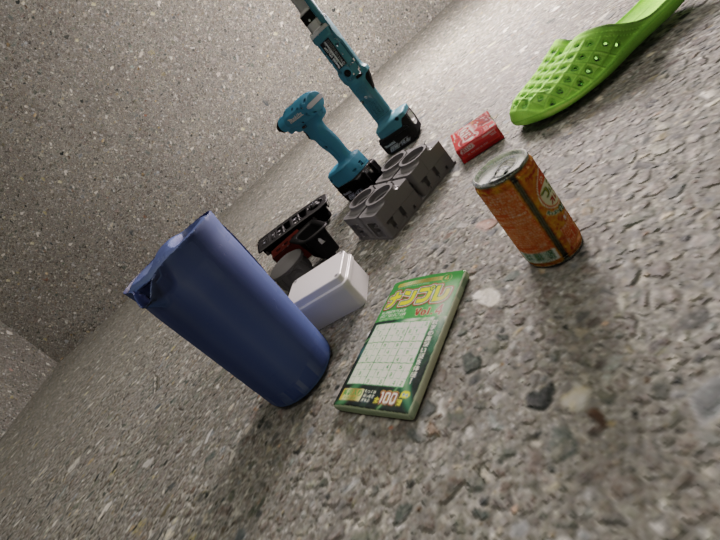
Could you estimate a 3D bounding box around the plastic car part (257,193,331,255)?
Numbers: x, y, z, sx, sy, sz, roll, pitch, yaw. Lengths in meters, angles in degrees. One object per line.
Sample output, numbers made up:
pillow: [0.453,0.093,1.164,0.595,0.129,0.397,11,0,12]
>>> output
plastic car part: [-0.145,-0.097,0.979,0.204,0.065,0.068,-39,21,8]

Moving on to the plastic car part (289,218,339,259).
plastic car part: [-0.077,-0.050,0.789,0.066,0.068,0.121,-46,22,-10]

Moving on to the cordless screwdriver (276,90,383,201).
cordless screwdriver: [-0.076,-0.266,0.936,0.165,0.240,0.074,-11,36,55]

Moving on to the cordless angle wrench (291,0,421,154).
cordless angle wrench: [-0.020,-0.455,0.959,0.101,0.409,0.075,-27,24,37]
